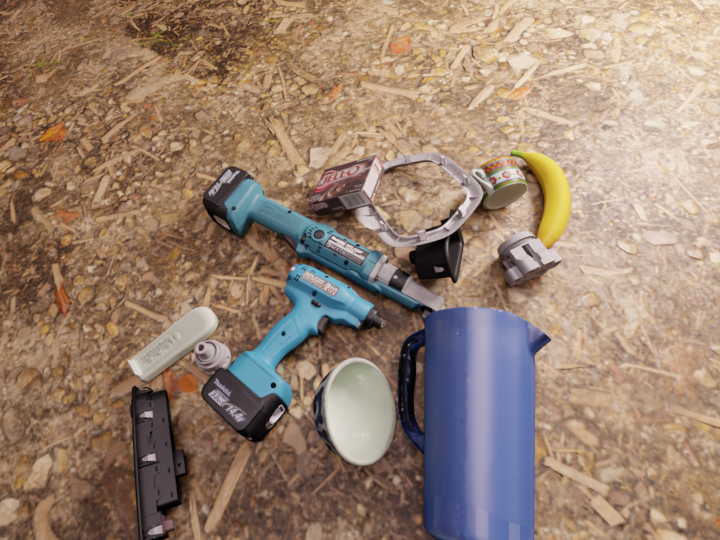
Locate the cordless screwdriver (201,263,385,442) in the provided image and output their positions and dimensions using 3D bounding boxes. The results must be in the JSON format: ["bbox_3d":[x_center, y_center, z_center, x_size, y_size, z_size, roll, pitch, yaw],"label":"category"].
[{"bbox_3d":[-0.088,0.116,0.588,0.166,0.071,0.248,25,64,21],"label":"cordless screwdriver"}]

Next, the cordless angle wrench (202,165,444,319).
[{"bbox_3d":[-0.066,-0.043,0.677,0.439,0.072,0.098,28,68,20],"label":"cordless angle wrench"}]

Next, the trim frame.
[{"bbox_3d":[0.079,-0.123,0.675,0.185,0.026,0.260,-28,42,3],"label":"trim frame"}]

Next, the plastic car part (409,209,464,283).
[{"bbox_3d":[0.110,-0.029,0.629,0.074,0.063,0.117,-10,32,31],"label":"plastic car part"}]

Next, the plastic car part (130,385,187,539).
[{"bbox_3d":[-0.266,0.241,0.551,0.066,0.064,0.212,-19,59,-15],"label":"plastic car part"}]
